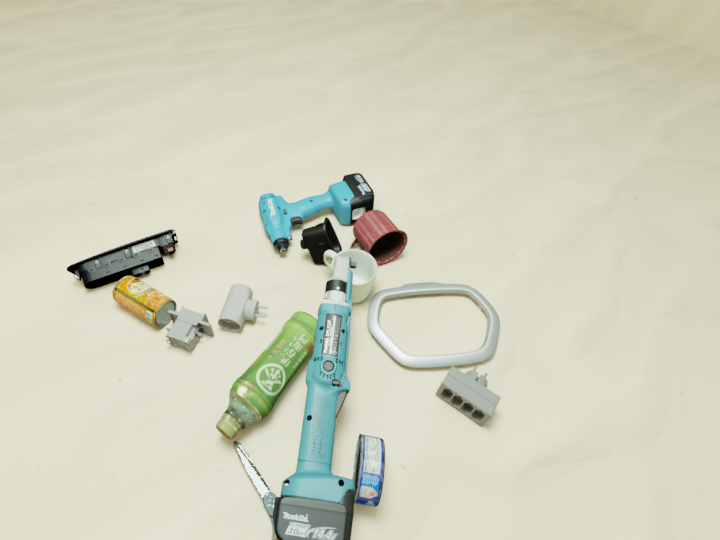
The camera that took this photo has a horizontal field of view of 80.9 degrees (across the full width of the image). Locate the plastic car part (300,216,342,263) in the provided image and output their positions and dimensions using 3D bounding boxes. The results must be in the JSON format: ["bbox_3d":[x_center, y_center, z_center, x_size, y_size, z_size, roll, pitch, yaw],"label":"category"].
[{"bbox_3d":[-0.083,-0.054,0.846,0.072,0.110,0.068,-14,48,13],"label":"plastic car part"}]

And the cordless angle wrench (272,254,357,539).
[{"bbox_3d":[-0.048,0.154,0.632,0.098,0.072,0.433,6,56,-2],"label":"cordless angle wrench"}]

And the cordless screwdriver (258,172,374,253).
[{"bbox_3d":[-0.090,-0.124,0.923,0.245,0.072,0.167,-14,52,-10],"label":"cordless screwdriver"}]

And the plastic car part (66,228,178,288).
[{"bbox_3d":[-0.453,-0.015,0.823,0.198,0.067,0.068,-19,80,-20],"label":"plastic car part"}]

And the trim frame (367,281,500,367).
[{"bbox_3d":[0.135,0.092,0.779,0.246,0.027,0.191,-6,51,-6],"label":"trim frame"}]
